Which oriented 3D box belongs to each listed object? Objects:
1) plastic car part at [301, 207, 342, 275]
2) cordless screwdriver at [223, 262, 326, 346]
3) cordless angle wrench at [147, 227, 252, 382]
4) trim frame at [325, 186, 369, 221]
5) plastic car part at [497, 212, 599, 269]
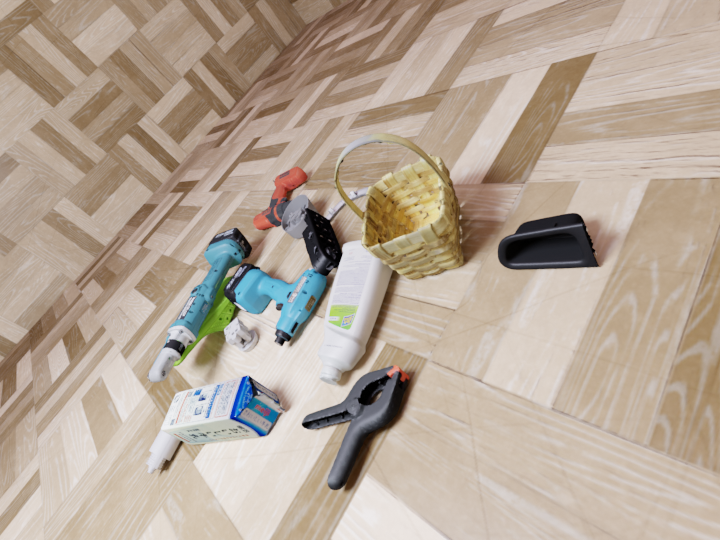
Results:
[{"bbox_3d":[-0.085,-0.055,0.865,0.067,0.063,0.212,-48,33,12],"label":"plastic car part"},{"bbox_3d":[-0.193,0.065,0.879,0.261,0.070,0.159,4,56,43],"label":"cordless screwdriver"},{"bbox_3d":[-0.355,0.063,0.944,0.101,0.071,0.431,-17,36,22],"label":"cordless angle wrench"},{"bbox_3d":[-0.020,-0.099,0.912,0.186,0.026,0.258,-32,35,15],"label":"trim frame"},{"bbox_3d":[0.248,-0.044,0.563,0.122,0.064,0.070,-4,35,48],"label":"plastic car part"}]
